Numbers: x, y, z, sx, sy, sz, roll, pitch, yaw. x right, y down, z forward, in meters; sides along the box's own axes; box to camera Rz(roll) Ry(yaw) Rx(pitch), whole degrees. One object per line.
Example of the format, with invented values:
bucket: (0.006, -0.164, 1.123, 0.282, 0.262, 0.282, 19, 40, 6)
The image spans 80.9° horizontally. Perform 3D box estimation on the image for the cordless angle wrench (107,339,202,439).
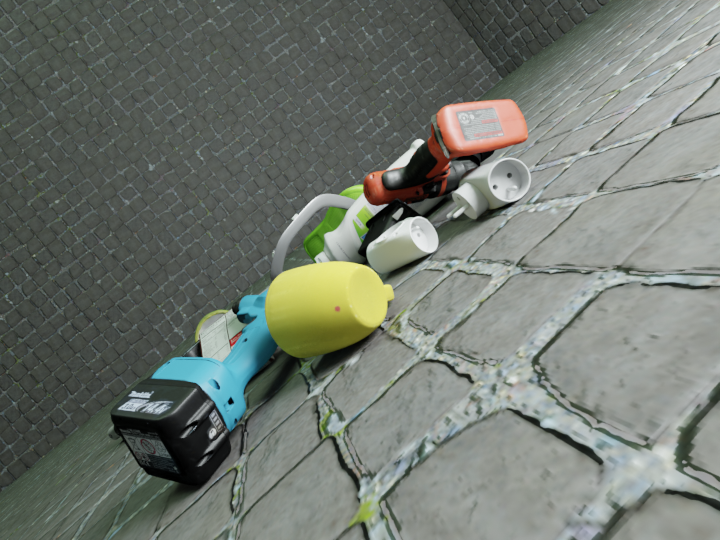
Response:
cordless angle wrench: (-0.363, 0.233, 0.759, 0.430, 0.074, 0.097, -35, 9, 32)

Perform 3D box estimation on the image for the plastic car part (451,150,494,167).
plastic car part: (0.133, -0.164, 0.742, 0.207, 0.064, 0.067, -32, 20, 37)

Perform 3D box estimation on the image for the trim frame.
trim frame: (-0.071, -0.047, 0.731, 0.183, 0.029, 0.239, -64, -20, 14)

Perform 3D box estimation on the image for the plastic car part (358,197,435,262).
plastic car part: (0.035, -0.041, 0.588, 0.071, 0.065, 0.119, -58, 13, -23)

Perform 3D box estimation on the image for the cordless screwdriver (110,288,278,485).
cordless screwdriver: (-0.147, 0.095, 0.462, 0.166, 0.072, 0.245, -5, 26, 34)
